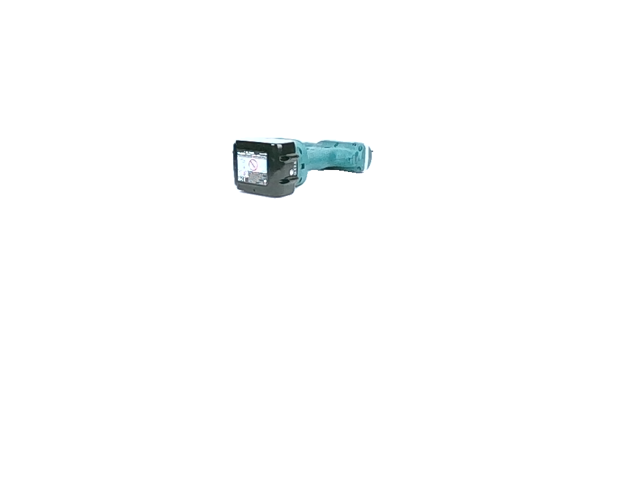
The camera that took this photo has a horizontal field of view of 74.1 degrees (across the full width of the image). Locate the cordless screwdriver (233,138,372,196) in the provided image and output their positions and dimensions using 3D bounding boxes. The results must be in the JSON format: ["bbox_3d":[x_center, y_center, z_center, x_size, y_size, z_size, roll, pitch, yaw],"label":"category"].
[{"bbox_3d":[-0.042,-0.132,0.695,0.160,0.074,0.247,14,22,34],"label":"cordless screwdriver"}]
